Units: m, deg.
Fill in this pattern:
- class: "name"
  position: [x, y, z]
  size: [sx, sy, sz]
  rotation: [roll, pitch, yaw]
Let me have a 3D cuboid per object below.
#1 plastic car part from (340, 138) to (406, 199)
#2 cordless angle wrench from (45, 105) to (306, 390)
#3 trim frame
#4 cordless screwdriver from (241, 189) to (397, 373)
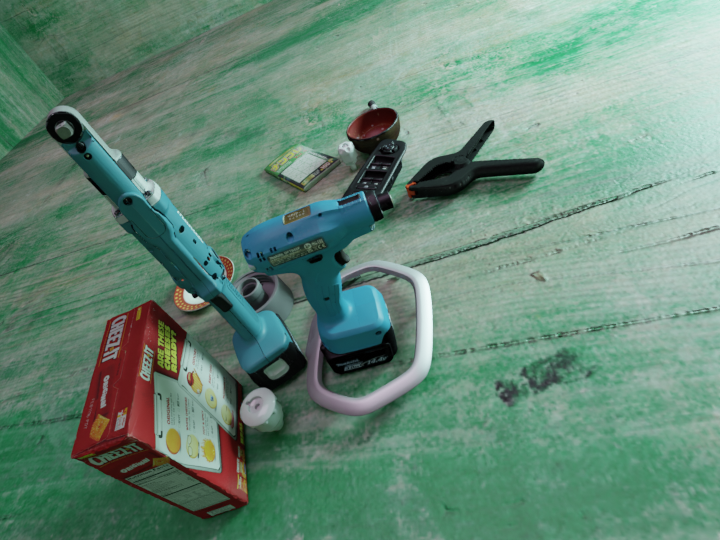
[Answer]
- class: "plastic car part"
  position: [0.036, -0.167, 0.770]
  size: [0.069, 0.064, 0.204]
  rotation: [4, 52, 30]
- class: "cordless angle wrench"
  position: [-0.188, -0.001, 0.486]
  size: [0.074, 0.402, 0.103]
  rotation: [-34, 43, -7]
- class: "trim frame"
  position: [0.007, 0.079, 0.582]
  size: [0.189, 0.026, 0.254]
  rotation: [-11, 46, 19]
- class: "cordless screwdriver"
  position: [-0.012, 0.018, 0.496]
  size: [0.161, 0.236, 0.077]
  rotation: [-19, 43, 9]
